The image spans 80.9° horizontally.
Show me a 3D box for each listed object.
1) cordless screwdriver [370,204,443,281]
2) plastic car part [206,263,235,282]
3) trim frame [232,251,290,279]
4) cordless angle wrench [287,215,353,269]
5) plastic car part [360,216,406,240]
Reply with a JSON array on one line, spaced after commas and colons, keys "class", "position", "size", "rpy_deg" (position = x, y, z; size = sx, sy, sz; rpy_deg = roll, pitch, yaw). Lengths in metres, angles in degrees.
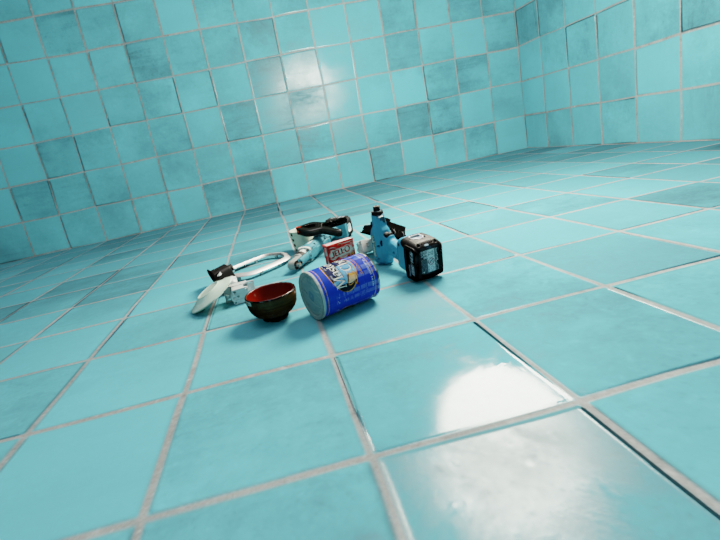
[{"class": "cordless screwdriver", "position": [0.097, -0.073, 1.040], "size": [0.073, 0.156, 0.260], "rpy_deg": [-16, 18, -20]}, {"class": "plastic car part", "position": [-0.405, 0.009, 1.246], "size": [0.070, 0.064, 0.122], "rpy_deg": [-34, 22, -18]}, {"class": "trim frame", "position": [-0.339, -0.016, 1.372], "size": [0.194, 0.027, 0.241], "rpy_deg": [5, 26, 42]}, {"class": "cordless angle wrench", "position": [-0.137, -0.090, 1.405], "size": [0.101, 0.072, 0.418], "rpy_deg": [-5, 20, 22]}, {"class": "plastic car part", "position": [0.080, -0.120, 1.257], "size": [0.069, 0.068, 0.192], "rpy_deg": [-7, -13, 36]}]
